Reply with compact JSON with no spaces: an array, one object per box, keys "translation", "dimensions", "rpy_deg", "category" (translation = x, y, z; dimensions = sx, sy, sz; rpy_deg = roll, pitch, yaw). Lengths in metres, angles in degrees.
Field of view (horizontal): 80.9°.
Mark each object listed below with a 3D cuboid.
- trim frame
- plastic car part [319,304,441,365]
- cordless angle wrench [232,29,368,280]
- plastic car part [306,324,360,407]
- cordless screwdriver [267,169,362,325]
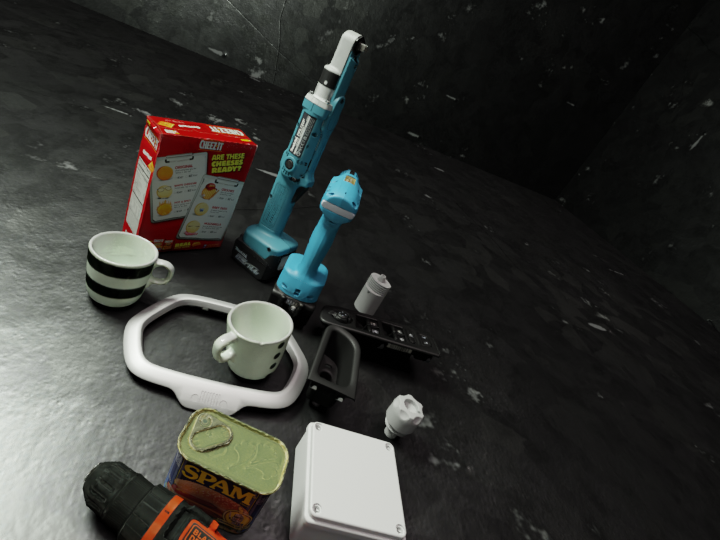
[{"translation":[-0.187,0.106,0.568],"dimensions":[0.242,0.027,0.190],"rpy_deg":[18,29,-15],"category":"trim frame"},{"translation":[0.022,0.109,0.692],"dimensions":[0.199,0.066,0.068],"rpy_deg":[21,29,-10],"category":"plastic car part"},{"translation":[-0.100,-0.172,0.690],"dimensions":[0.101,0.421,0.072],"rpy_deg":[39,29,18],"category":"cordless angle wrench"},{"translation":[-0.042,0.140,0.585],"dimensions":[0.065,0.070,0.118],"rpy_deg":[25,28,-6],"category":"plastic car part"},{"translation":[-0.067,-0.044,0.685],"dimensions":[0.074,0.247,0.161],"rpy_deg":[25,28,-7],"category":"cordless screwdriver"}]
